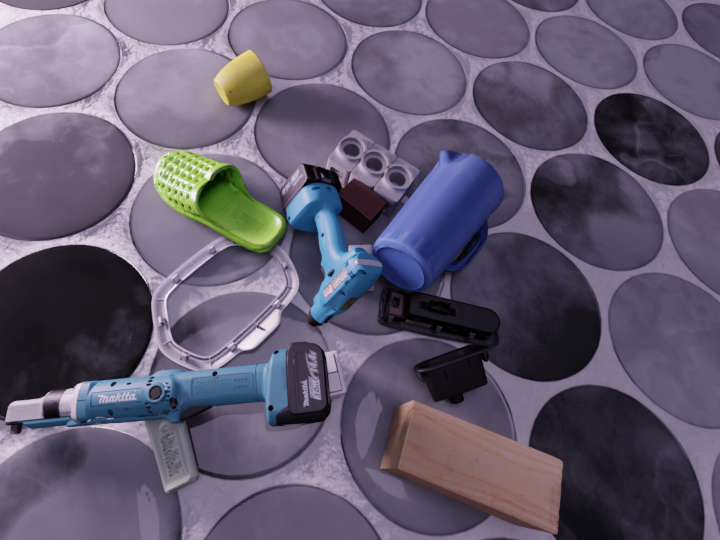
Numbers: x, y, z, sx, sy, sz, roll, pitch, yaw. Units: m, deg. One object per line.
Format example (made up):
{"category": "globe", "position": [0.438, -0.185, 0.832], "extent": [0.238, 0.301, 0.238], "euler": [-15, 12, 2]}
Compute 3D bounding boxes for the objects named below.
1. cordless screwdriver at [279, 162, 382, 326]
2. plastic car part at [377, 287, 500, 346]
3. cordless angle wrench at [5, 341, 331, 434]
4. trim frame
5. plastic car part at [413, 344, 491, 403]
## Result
{"category": "cordless screwdriver", "position": [-0.067, -0.044, 0.687], "extent": [0.071, 0.160, 0.260], "euler": [8, 46, -40]}
{"category": "plastic car part", "position": [0.136, 0.070, 0.687], "extent": [0.202, 0.066, 0.067], "euler": [15, 56, -4]}
{"category": "cordless angle wrench", "position": [-0.253, 0.163, 0.548], "extent": [0.425, 0.072, 0.100], "euler": [-6, 67, 3]}
{"category": "trim frame", "position": [-0.212, 0.041, 0.672], "extent": [0.188, 0.027, 0.246], "euler": [41, 64, 11]}
{"category": "plastic car part", "position": [0.143, 0.163, 0.646], "extent": [0.115, 0.066, 0.072], "euler": [-19, 84, -14]}
